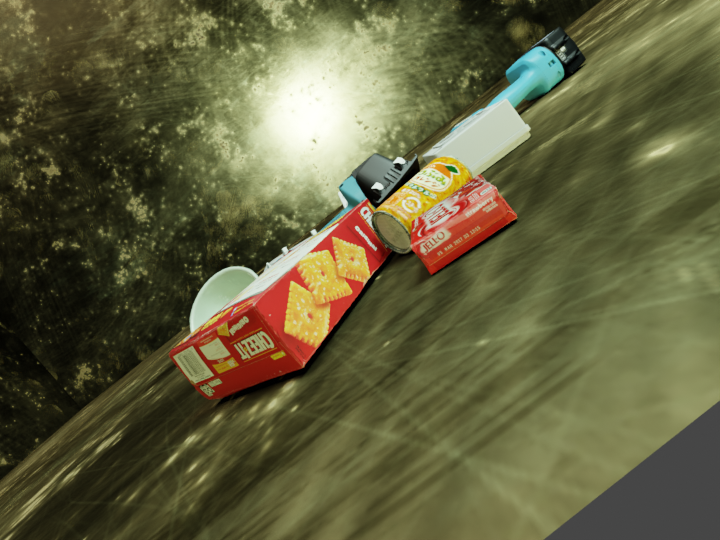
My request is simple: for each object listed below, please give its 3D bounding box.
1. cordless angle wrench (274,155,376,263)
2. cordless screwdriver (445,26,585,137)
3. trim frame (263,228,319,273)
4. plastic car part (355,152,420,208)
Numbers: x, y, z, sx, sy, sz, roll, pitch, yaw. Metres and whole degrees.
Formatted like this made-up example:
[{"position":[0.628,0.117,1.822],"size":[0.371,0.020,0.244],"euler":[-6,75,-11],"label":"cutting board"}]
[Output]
[{"position":[-0.106,0.002,0.648],"size":[0.424,0.070,0.103],"euler":[-41,34,7],"label":"cordless angle wrench"},{"position":[0.256,-0.303,0.751],"size":[0.248,0.073,0.162],"euler":[-43,10,-7],"label":"cordless screwdriver"},{"position":[-0.077,-0.050,0.787],"size":[0.244,0.027,0.193],"euler":[-33,21,-25],"label":"trim frame"},{"position":[0.030,-0.095,0.499],"size":[0.066,0.074,0.112],"euler":[-49,-21,-4],"label":"plastic car part"}]
